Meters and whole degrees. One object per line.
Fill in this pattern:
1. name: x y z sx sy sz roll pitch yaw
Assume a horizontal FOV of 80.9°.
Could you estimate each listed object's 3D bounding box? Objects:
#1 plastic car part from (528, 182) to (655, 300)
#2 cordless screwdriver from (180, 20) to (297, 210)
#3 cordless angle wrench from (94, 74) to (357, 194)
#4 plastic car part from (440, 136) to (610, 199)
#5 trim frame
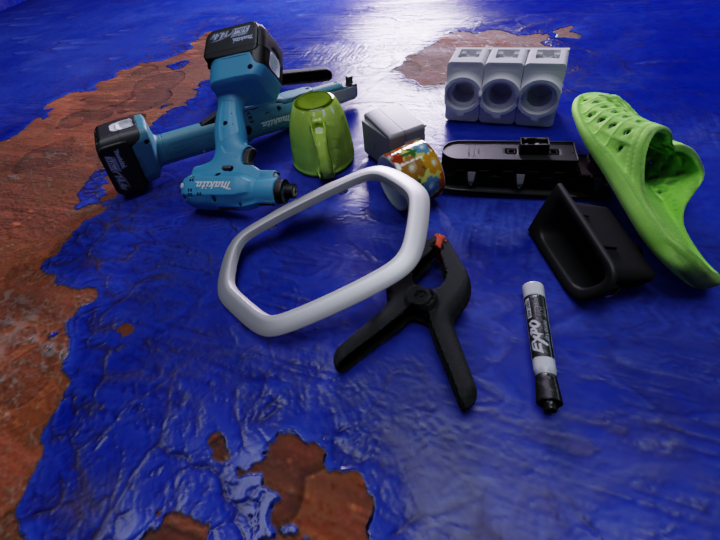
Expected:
1. plastic car part: 0.226 -0.021 0.403 0.070 0.064 0.121 -2 48 -12
2. cordless screwdriver: -0.148 -0.202 0.569 0.164 0.071 0.251 3 81 20
3. cordless angle wrench: -0.192 -0.236 0.678 0.416 0.094 0.078 -23 47 -15
4. plastic car part: 0.183 -0.125 0.507 0.209 0.064 0.067 3 54 18
5. trim frame: -0.044 -0.029 0.452 0.250 0.026 0.193 -28 50 7
